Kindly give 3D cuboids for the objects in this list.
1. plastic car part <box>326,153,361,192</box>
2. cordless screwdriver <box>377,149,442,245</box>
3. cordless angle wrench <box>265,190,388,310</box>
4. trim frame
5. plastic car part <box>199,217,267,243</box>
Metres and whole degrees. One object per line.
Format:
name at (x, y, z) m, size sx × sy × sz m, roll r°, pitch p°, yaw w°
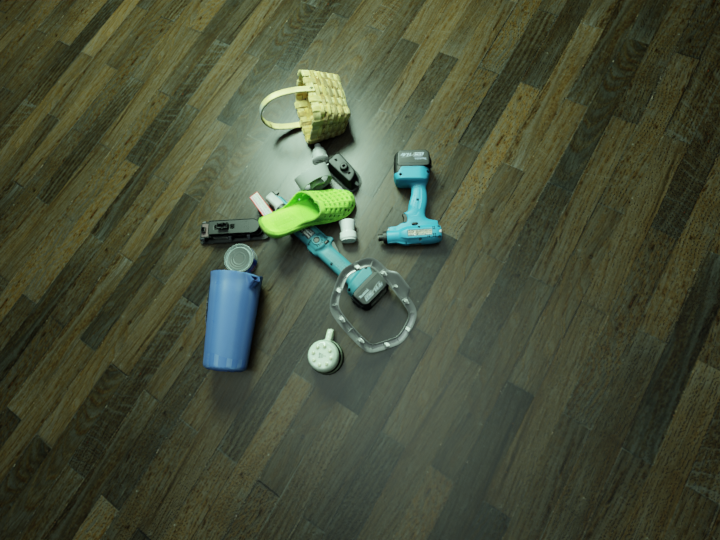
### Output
plastic car part at (-0.047, -0.276, 1.159) m, size 0.066 × 0.068 × 0.121 m, roll -41°, pitch 70°, yaw -4°
cordless screwdriver at (0.119, -0.186, 1.105) m, size 0.161 × 0.072 × 0.252 m, roll -5°, pitch 77°, yaw 7°
cordless angle wrench at (-0.108, -0.071, 1.109) m, size 0.097 × 0.072 × 0.439 m, roll -44°, pitch 69°, yaw -9°
trim frame at (0.035, 0.084, 0.989) m, size 0.183 × 0.028 × 0.241 m, roll -43°, pitch 108°, yaw -10°
plastic car part at (-0.354, -0.117, 1.169) m, size 0.205 × 0.065 × 0.068 m, roll -1°, pitch 68°, yaw 6°
